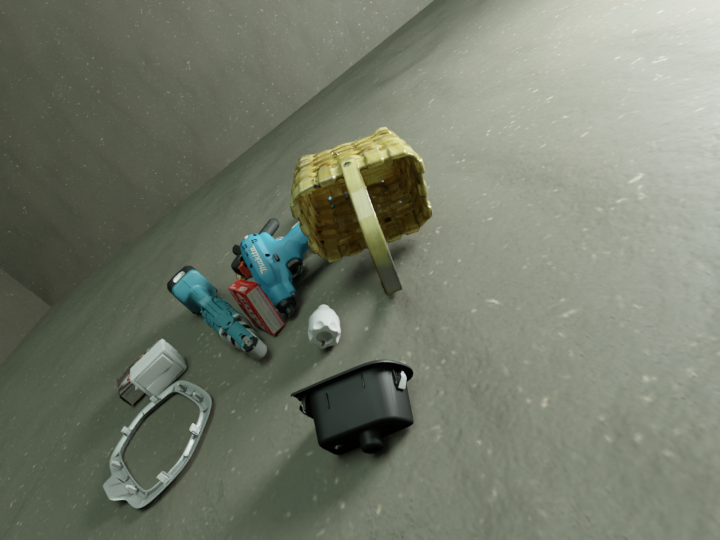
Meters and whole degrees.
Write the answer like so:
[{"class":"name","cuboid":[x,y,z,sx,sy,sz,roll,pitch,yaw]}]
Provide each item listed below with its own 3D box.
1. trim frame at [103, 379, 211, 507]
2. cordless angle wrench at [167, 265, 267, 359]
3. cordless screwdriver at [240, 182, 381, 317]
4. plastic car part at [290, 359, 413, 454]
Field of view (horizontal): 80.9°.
[{"class":"trim frame","cuboid":[-0.314,0.255,0.649,0.260,0.026,0.184,0,49,49]},{"class":"cordless angle wrench","cuboid":[-0.271,0.079,0.796,0.074,0.093,0.445,-48,33,-16]},{"class":"cordless screwdriver","cuboid":[-0.069,-0.045,0.708,0.249,0.071,0.166,-34,65,0]},{"class":"plastic car part","cuboid":[-0.001,0.139,0.408,0.119,0.062,0.073,-26,44,19]}]
